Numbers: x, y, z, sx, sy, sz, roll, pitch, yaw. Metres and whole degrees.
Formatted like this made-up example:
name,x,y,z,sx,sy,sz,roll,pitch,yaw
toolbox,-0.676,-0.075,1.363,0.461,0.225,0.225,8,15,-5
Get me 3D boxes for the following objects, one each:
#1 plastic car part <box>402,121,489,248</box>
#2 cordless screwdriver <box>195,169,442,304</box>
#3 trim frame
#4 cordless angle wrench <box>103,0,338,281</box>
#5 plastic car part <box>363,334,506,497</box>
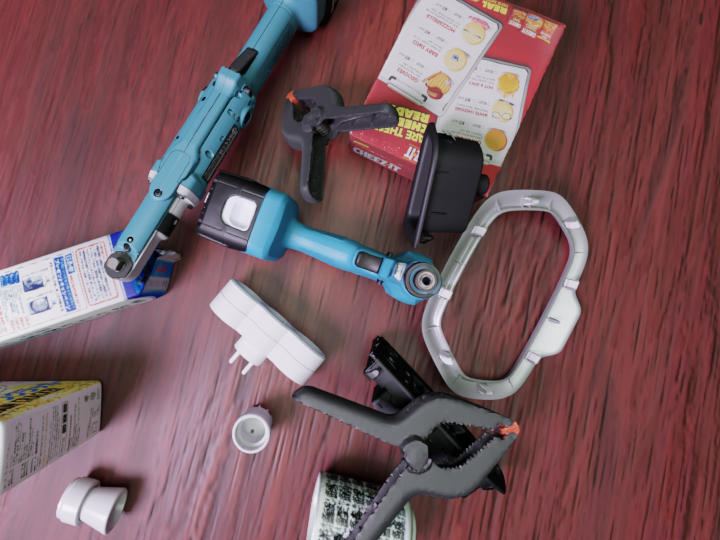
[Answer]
name,x,y,z,sx,sy,sz,roll,pitch,yaw
plastic car part,0.090,-0.083,0.425,0.070,0.068,0.114,9,115,-8
cordless screwdriver,-0.042,-0.028,0.430,0.251,0.158,0.074,21,90,2
trim frame,0.167,0.027,0.464,0.177,0.028,0.248,31,85,-20
cordless angle wrench,-0.143,-0.177,0.451,0.074,0.097,0.424,27,78,-1
plastic car part,0.072,0.168,0.458,0.205,0.066,0.067,43,96,4
